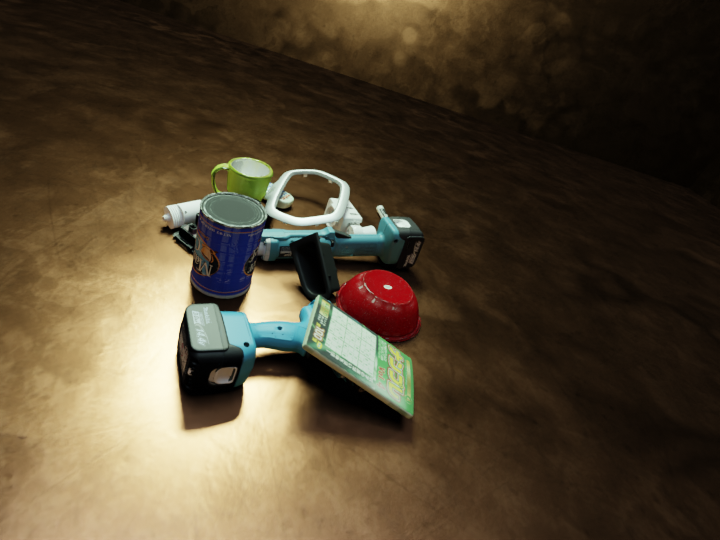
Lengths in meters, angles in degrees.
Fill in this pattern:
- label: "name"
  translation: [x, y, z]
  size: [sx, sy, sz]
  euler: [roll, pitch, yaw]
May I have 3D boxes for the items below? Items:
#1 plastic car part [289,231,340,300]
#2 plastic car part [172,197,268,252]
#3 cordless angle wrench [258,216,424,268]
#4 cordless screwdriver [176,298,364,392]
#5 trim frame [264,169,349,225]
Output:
- label: "plastic car part"
  translation: [-0.071, -0.004, 0.757]
  size: [0.068, 0.068, 0.118]
  euler: [-7, 78, -57]
- label: "plastic car part"
  translation: [-0.262, -0.100, 0.826]
  size: [0.069, 0.066, 0.197]
  euler: [26, 30, 23]
- label: "cordless angle wrench"
  translation: [-0.081, -0.053, 0.824]
  size: [0.410, 0.096, 0.078]
  euler: [-2, 38, -21]
- label: "cordless screwdriver"
  translation: [-0.112, 0.111, 0.573]
  size: [0.238, 0.073, 0.168]
  euler: [-1, 38, -34]
- label: "trim frame"
  translation: [-0.119, -0.166, 0.943]
  size: [0.185, 0.027, 0.254]
  euler: [8, 40, 2]
